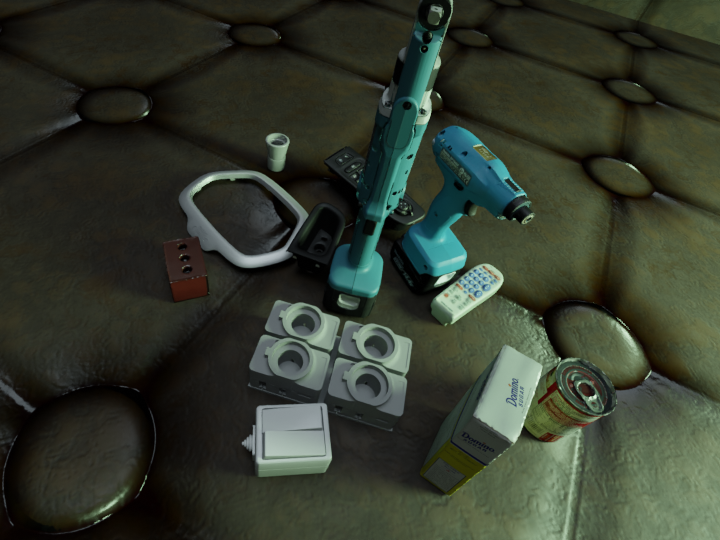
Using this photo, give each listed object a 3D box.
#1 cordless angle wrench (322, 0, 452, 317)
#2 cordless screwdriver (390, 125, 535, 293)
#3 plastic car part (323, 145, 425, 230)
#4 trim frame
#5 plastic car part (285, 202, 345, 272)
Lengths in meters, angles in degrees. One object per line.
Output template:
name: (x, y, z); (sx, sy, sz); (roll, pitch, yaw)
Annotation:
cordless angle wrench: (0.023, -0.096, 0.493); (0.074, 0.415, 0.100); (15, 49, -2)
cordless screwdriver: (0.131, -0.055, 0.588); (0.072, 0.244, 0.167); (-15, 56, -24)
plastic car part: (0.021, -0.138, 0.758); (0.065, 0.065, 0.212); (-33, 62, -32)
trim frame: (-0.198, -0.095, 0.714); (0.180, 0.027, 0.260); (-32, 61, -30)
plastic car part: (-0.065, -0.042, 0.661); (0.067, 0.069, 0.117); (20, 50, 5)
